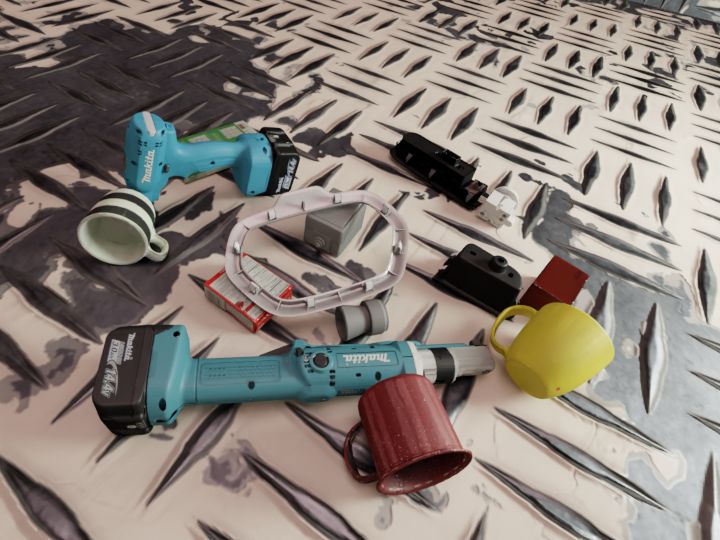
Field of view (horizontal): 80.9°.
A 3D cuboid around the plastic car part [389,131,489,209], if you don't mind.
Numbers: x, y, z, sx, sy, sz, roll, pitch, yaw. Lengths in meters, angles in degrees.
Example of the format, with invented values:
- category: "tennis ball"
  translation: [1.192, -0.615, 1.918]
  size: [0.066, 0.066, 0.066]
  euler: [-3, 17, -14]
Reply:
- category: "plastic car part"
  translation: [0.138, -0.189, 0.759]
  size: [0.065, 0.065, 0.213]
  euler: [-37, 59, -26]

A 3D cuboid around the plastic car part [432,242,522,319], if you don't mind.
- category: "plastic car part"
  translation: [0.171, 0.005, 0.578]
  size: [0.122, 0.069, 0.065]
  euler: [32, 52, 23]

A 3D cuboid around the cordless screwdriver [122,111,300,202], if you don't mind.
- category: "cordless screwdriver"
  translation: [-0.226, -0.149, 0.643]
  size: [0.238, 0.158, 0.078]
  euler: [-6, 52, -35]

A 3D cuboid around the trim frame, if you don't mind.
- category: "trim frame"
  translation: [-0.054, -0.035, 0.553]
  size: [0.245, 0.027, 0.192]
  euler: [-17, 57, -9]

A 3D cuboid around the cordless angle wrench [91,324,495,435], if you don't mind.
- category: "cordless angle wrench"
  translation: [-0.049, 0.109, 0.459]
  size: [0.415, 0.073, 0.102]
  euler: [0, 49, -11]
